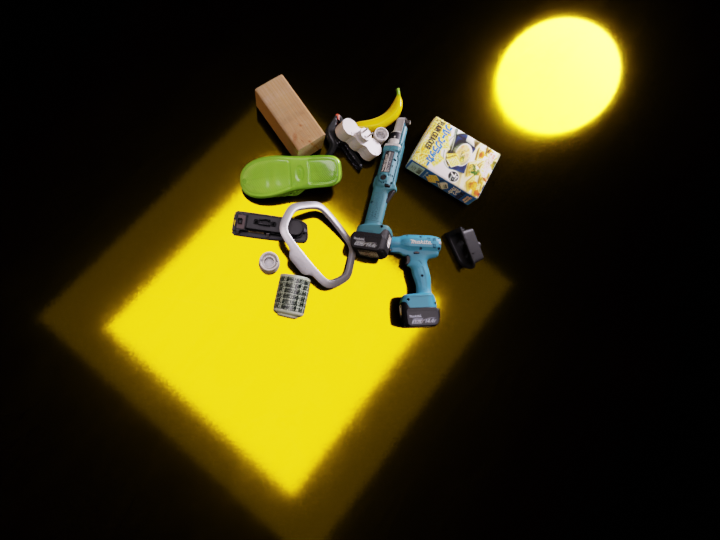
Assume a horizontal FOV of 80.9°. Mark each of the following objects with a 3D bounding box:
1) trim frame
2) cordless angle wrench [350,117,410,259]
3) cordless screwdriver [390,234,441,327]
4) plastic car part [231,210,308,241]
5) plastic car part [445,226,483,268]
[{"bbox_3d":[-0.107,-0.070,1.098,0.243,0.028,0.182,51,55,-12],"label":"trim frame"},{"bbox_3d":[0.069,-0.241,1.161,0.102,0.071,0.427,8,72,21],"label":"cordless angle wrench"},{"bbox_3d":[0.131,0.025,1.120,0.160,0.073,0.252,1,75,3],"label":"cordless screwdriver"},{"bbox_3d":[-0.235,-0.120,1.115,0.200,0.067,0.067,8,72,-8],"label":"plastic car part"},{"bbox_3d":[0.298,-0.068,1.167,0.069,0.067,0.117,-23,87,-26],"label":"plastic car part"}]
